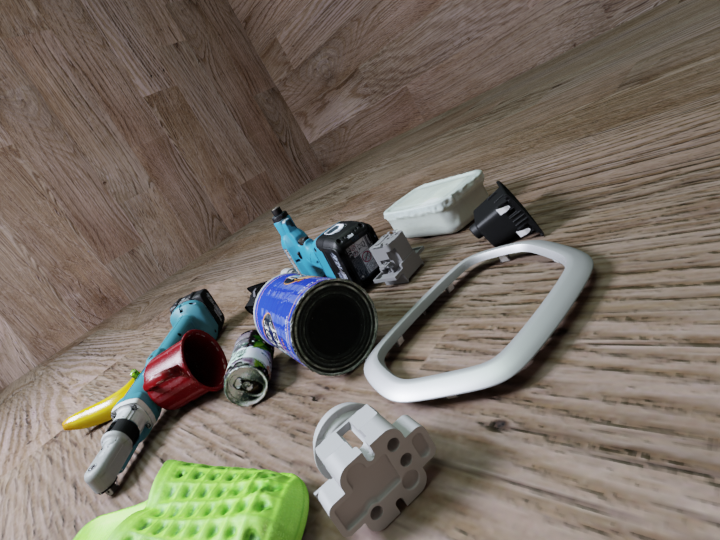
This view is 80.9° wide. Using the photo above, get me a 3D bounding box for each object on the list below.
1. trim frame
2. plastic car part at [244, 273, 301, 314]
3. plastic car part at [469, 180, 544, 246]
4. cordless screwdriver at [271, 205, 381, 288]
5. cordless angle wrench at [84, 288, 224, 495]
[{"bbox_3d":[0.108,0.039,0.408,0.245,0.027,0.192,-43,22,-29],"label":"trim frame"},{"bbox_3d":[-0.144,0.055,0.736,0.211,0.063,0.067,-5,55,53],"label":"plastic car part"},{"bbox_3d":[0.176,-0.068,0.547,0.072,0.065,0.117,-41,9,20],"label":"plastic car part"},{"bbox_3d":[-0.070,-0.046,0.719,0.073,0.155,0.259,-36,19,-24],"label":"cordless screwdriver"},{"bbox_3d":[-0.313,0.160,0.671,0.075,0.095,0.432,-26,21,6],"label":"cordless angle wrench"}]
